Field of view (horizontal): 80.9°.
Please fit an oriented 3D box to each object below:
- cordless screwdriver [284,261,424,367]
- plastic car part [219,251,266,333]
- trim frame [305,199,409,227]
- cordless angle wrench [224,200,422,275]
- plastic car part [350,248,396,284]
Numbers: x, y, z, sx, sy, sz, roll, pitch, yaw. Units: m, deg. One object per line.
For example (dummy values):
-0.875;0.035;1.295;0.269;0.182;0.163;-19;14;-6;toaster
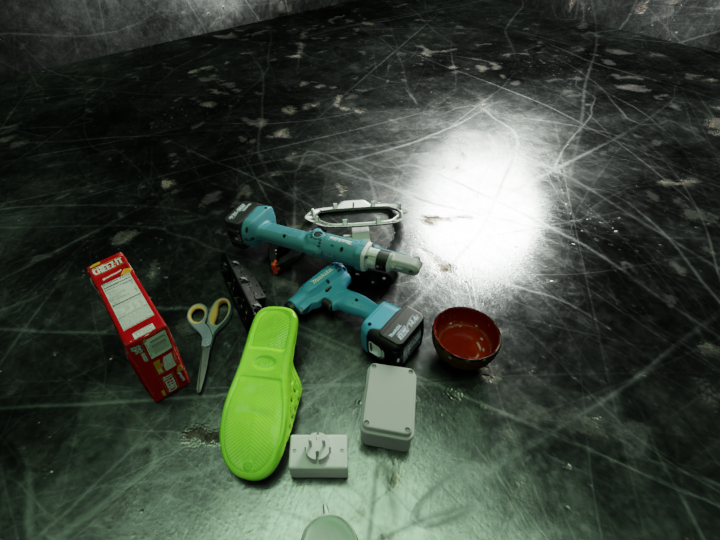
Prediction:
-0.019;0.086;0.781;0.263;0.071;0.156;31;54;35;cordless screwdriver
-0.237;0.030;0.861;0.065;0.065;0.214;-18;45;-29;plastic car part
-0.008;-0.137;1.002;0.248;0.027;0.189;-6;23;-1;trim frame
-0.085;-0.055;0.867;0.441;0.071;0.097;15;47;24;cordless angle wrench
0.026;-0.006;0.880;0.119;0.064;0.072;12;57;12;plastic car part
